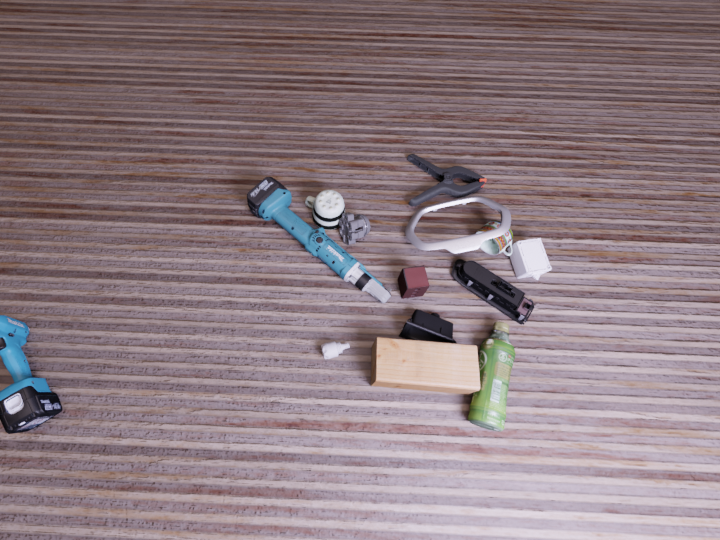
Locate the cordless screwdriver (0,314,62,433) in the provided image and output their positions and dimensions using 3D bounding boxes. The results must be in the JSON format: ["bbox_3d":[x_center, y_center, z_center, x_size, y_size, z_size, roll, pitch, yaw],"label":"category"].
[{"bbox_3d":[-0.709,0.196,0.854,0.073,0.156,0.257,-30,72,-16],"label":"cordless screwdriver"}]

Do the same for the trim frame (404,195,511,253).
[{"bbox_3d":[0.232,-0.114,1.027,0.252,0.026,0.190,-12,42,8],"label":"trim frame"}]

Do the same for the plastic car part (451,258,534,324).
[{"bbox_3d":[0.307,0.040,0.983,0.210,0.065,0.066,33,76,16],"label":"plastic car part"}]

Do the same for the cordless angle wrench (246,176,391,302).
[{"bbox_3d":[-0.100,-0.066,1.026,0.435,0.073,0.097,40,71,14],"label":"cordless angle wrench"}]

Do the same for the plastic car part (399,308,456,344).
[{"bbox_3d":[0.155,0.126,0.946,0.117,0.065,0.072,17,52,2],"label":"plastic car part"}]
